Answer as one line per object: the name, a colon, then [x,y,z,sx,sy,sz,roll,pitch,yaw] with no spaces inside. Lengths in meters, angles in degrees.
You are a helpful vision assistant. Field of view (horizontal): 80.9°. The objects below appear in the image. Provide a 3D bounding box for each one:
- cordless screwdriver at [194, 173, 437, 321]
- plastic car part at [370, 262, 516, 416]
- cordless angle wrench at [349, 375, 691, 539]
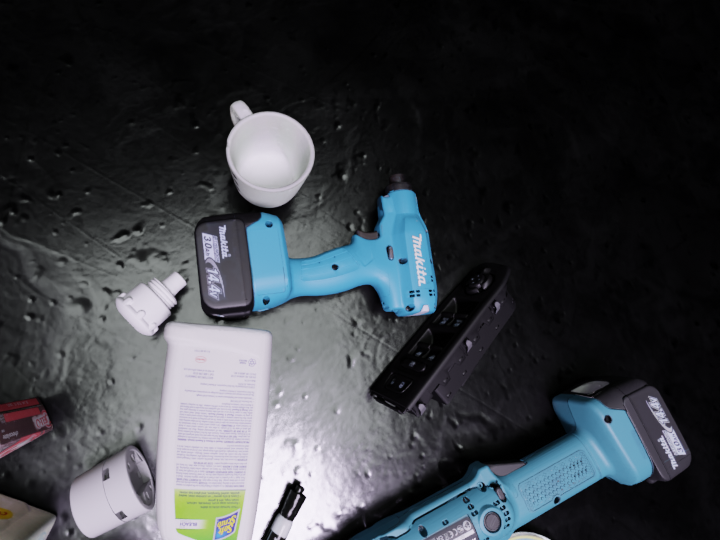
cordless screwdriver: [-0.043,-0.028,0.440,0.243,0.075,0.162,-2,75,-16]
plastic car part: [0.103,0.073,0.444,0.066,0.068,0.202,43,71,-11]
cordless angle wrench: [0.112,0.226,0.402,0.416,0.074,0.099,-21,81,-13]
